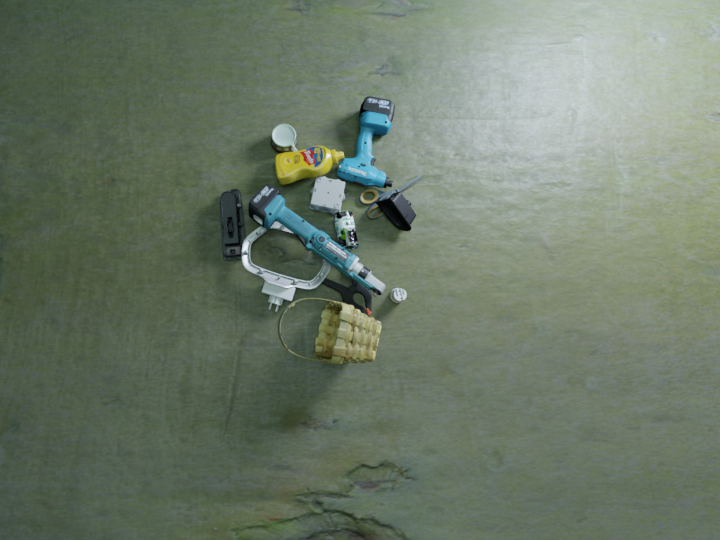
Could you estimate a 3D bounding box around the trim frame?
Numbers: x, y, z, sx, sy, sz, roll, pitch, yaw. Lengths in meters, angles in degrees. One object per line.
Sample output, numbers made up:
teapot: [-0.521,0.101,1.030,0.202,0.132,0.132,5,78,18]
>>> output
trim frame: [-0.201,-0.042,1.152,0.248,0.027,0.186,18,66,-1]

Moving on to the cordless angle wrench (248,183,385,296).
cordless angle wrench: [-0.111,-0.072,1.131,0.429,0.074,0.097,36,66,7]

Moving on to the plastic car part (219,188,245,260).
plastic car part: [-0.360,-0.133,1.169,0.067,0.066,0.206,-7,78,2]

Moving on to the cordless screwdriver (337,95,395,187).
cordless screwdriver: [0.043,-0.360,1.209,0.161,0.073,0.249,17,84,4]

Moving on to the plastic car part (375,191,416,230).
plastic car part: [0.111,-0.173,1.182,0.113,0.068,0.070,47,66,-19]
